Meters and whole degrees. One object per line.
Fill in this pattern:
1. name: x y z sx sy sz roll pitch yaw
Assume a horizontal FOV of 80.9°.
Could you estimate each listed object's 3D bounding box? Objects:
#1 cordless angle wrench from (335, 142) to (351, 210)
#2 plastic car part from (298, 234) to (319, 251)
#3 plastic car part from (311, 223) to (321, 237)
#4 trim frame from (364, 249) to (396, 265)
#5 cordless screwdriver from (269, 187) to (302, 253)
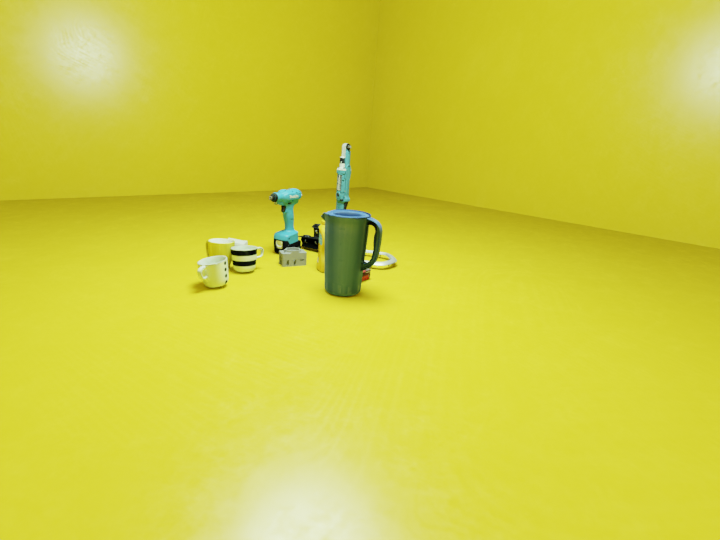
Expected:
1. cordless angle wrench: -0.074 -0.316 1.772 0.071 0.417 0.103 -9 20 -43
2. plastic car part: -0.164 -0.107 1.674 0.214 0.066 0.064 15 20 36
3. plastic car part: -0.181 -0.164 1.849 0.067 0.070 0.117 5 16 5
4. trim frame: 0.011 -0.047 1.572 0.258 0.027 0.180 9 18 20
5. cordless screwdriver: -0.289 -0.182 1.593 0.078 0.245 0.154 12 17 28
